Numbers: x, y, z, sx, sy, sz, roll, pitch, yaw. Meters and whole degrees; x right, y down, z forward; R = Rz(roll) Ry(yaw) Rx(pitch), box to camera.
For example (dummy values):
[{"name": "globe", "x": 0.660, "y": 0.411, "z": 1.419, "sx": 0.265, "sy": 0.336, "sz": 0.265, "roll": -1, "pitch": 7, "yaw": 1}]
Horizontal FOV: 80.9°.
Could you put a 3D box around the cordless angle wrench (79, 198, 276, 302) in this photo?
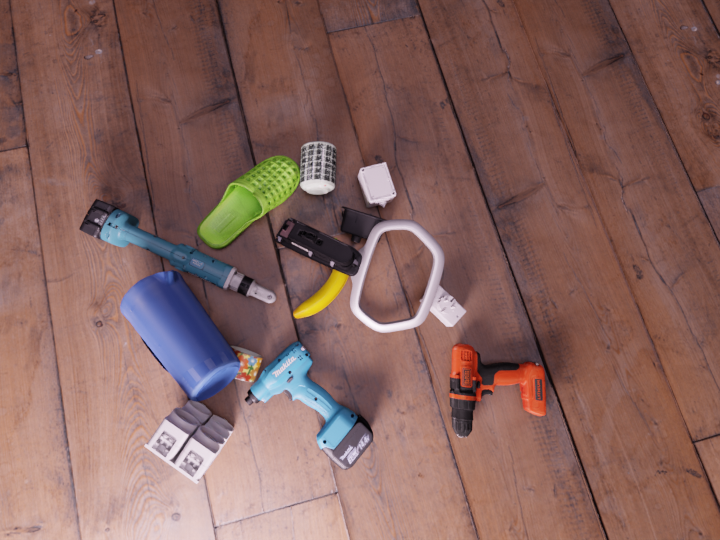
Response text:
[{"name": "cordless angle wrench", "x": -0.372, "y": -0.026, "z": 0.897, "sx": 0.423, "sy": 0.098, "sz": 0.074, "roll": 25, "pitch": 82, "yaw": -1}]

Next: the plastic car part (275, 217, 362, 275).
[{"name": "plastic car part", "x": -0.089, "y": -0.058, "z": 0.905, "sx": 0.209, "sy": 0.065, "sz": 0.066, "roll": 27, "pitch": 70, "yaw": 14}]

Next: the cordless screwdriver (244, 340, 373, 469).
[{"name": "cordless screwdriver", "x": -0.104, "y": 0.285, "z": 0.848, "sx": 0.158, "sy": 0.073, "sz": 0.254, "roll": -43, "pitch": 79, "yaw": -9}]

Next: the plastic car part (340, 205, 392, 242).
[{"name": "plastic car part", "x": 0.006, "y": -0.095, "z": 0.941, "sx": 0.117, "sy": 0.066, "sz": 0.071, "roll": 15, "pitch": 93, "yaw": 3}]

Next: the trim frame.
[{"name": "trim frame", "x": 0.072, "y": 0.012, "z": 0.897, "sx": 0.188, "sy": 0.027, "sz": 0.247, "roll": 18, "pitch": 97, "yaw": 11}]
